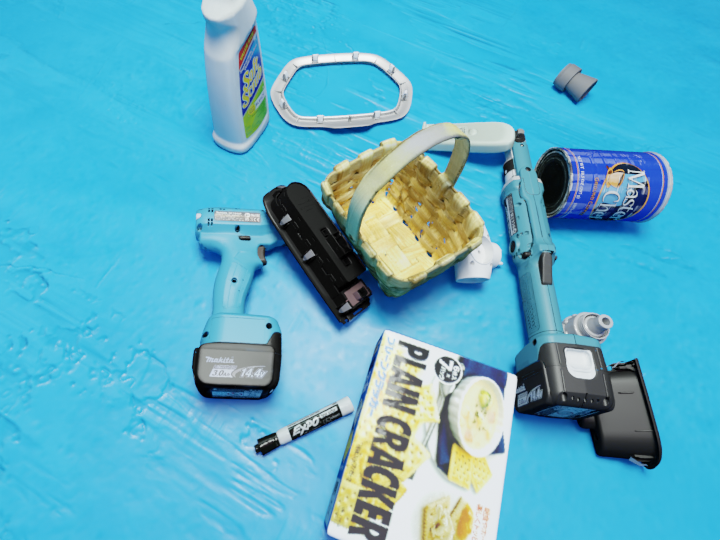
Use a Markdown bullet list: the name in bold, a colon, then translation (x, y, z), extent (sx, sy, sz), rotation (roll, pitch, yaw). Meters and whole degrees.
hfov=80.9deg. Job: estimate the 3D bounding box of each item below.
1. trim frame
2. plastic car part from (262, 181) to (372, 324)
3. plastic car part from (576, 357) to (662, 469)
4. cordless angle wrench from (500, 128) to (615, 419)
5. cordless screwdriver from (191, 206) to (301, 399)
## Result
- **trim frame**: translation (-0.031, -0.314, 0.731), extent (0.246, 0.027, 0.189), rotation (-6, 65, -7)
- **plastic car part**: translation (-0.053, -0.035, 0.543), extent (0.065, 0.067, 0.207), rotation (-31, 79, -37)
- **plastic car part**: translation (0.294, 0.167, 0.498), extent (0.072, 0.063, 0.119), rotation (-3, 67, 10)
- **cordless angle wrench**: translation (0.235, -0.029, 0.577), extent (0.074, 0.096, 0.433), rotation (6, 60, -4)
- **cordless screwdriver**: translation (-0.131, 0.028, 0.535), extent (0.156, 0.074, 0.257), rotation (0, 60, -15)
